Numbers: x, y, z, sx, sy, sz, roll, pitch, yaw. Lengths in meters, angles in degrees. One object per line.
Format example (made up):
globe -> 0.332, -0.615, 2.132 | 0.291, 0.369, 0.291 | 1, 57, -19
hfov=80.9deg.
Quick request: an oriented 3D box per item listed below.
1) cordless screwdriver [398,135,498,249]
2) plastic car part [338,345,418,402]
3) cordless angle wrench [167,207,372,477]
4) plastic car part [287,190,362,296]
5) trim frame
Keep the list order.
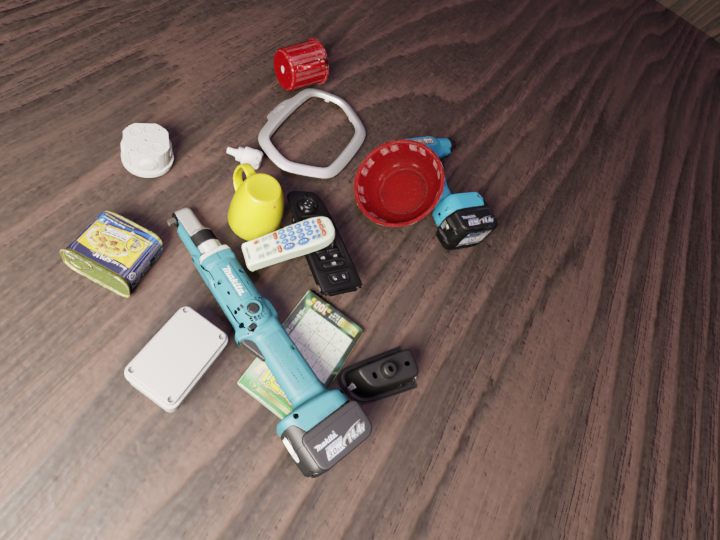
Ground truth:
cordless screwdriver -> 0.176, -0.167, 0.833 | 0.154, 0.074, 0.258 | -15, 64, -26
plastic car part -> 0.035, 0.147, 0.608 | 0.112, 0.071, 0.068 | -11, 67, -28
cordless angle wrench -> -0.150, 0.065, 0.585 | 0.096, 0.073, 0.439 | -28, 67, -28
plastic car part -> -0.067, -0.044, 0.682 | 0.065, 0.066, 0.211 | -14, 63, -19
trim frame -> -0.092, -0.273, 0.829 | 0.184, 0.027, 0.248 | 32, 59, 0
